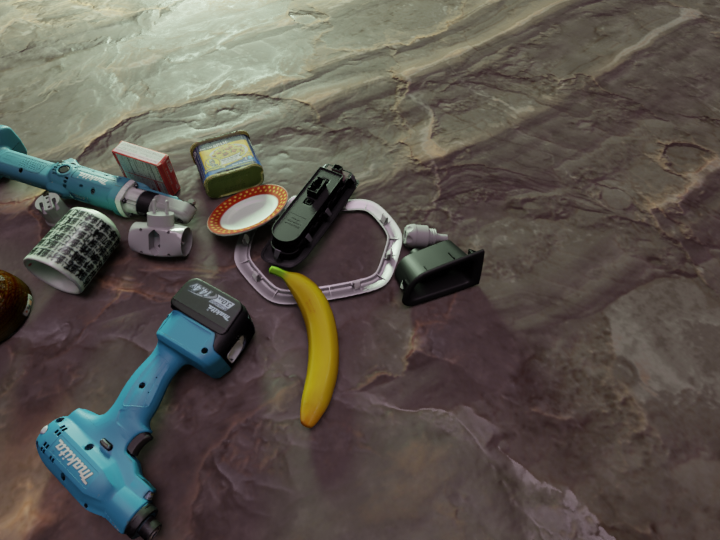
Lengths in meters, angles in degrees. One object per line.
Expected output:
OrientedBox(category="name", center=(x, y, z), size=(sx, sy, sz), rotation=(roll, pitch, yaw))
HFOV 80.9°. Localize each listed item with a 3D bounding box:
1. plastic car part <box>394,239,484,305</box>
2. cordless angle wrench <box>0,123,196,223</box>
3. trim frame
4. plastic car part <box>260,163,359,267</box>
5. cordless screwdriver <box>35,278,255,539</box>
OrientedBox(category="plastic car part", center=(0.098, -0.005, 0.580), size=(0.115, 0.063, 0.074), rotation=(-17, 44, -8))
OrientedBox(category="cordless angle wrench", center=(-0.456, -0.143, 0.668), size=(0.430, 0.072, 0.099), rotation=(17, 58, 9))
OrientedBox(category="trim frame", center=(-0.060, -0.040, 0.619), size=(0.247, 0.027, 0.191), rotation=(-10, 56, -4))
OrientedBox(category="plastic car part", center=(-0.069, -0.089, 0.608), size=(0.067, 0.066, 0.203), rotation=(27, 62, 7))
OrientedBox(category="cordless screwdriver", center=(-0.211, 0.141, 0.471), size=(0.165, 0.072, 0.248), rotation=(29, 65, 17))
